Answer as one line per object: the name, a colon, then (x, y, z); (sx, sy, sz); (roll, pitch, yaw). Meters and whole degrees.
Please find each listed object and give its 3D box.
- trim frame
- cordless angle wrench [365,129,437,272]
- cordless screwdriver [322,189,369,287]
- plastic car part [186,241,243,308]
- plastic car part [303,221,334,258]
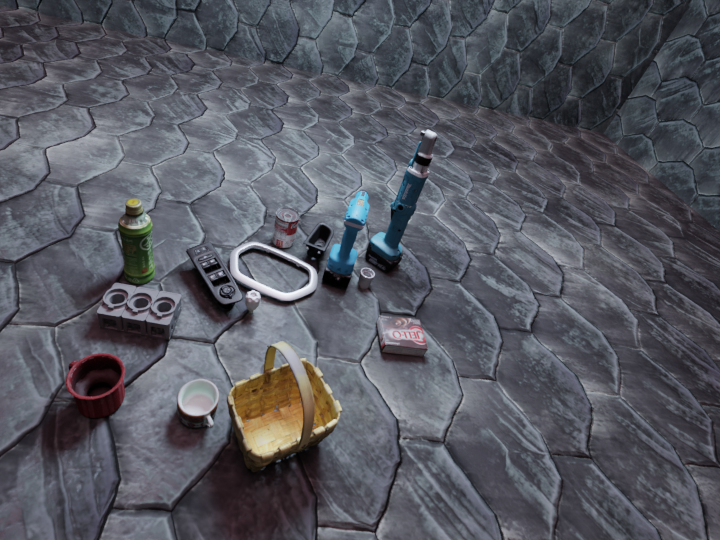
trim frame: (-0.233, -0.001, 1.129); (0.252, 0.027, 0.185); (21, 40, 7)
cordless angle wrench: (0.118, -0.178, 1.138); (0.102, 0.416, 0.073); (36, 42, 19)
cordless screwdriver: (-0.030, -0.086, 1.120); (0.074, 0.245, 0.161); (18, 39, -2)
plastic car part: (-0.358, 0.020, 1.036); (0.064, 0.066, 0.213); (-18, 50, -35)
plastic car part: (-0.119, -0.078, 1.220); (0.067, 0.070, 0.117); (21, 40, 4)
